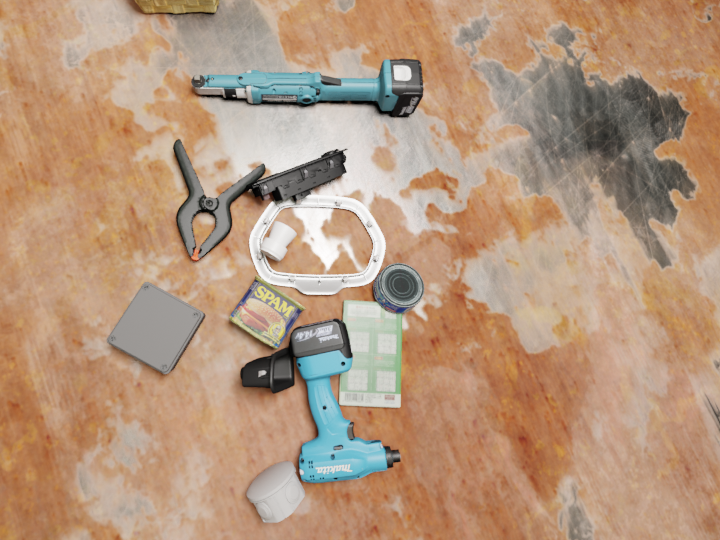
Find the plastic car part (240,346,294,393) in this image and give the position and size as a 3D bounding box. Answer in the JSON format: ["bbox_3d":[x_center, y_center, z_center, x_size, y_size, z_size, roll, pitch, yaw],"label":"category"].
[{"bbox_3d":[-0.152,0.161,0.672,0.072,0.113,0.067,-8,82,11],"label":"plastic car part"}]

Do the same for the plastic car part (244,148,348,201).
[{"bbox_3d":[-0.100,-0.167,0.755,0.199,0.068,0.066,-32,99,-23],"label":"plastic car part"}]

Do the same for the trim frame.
[{"bbox_3d":[-0.075,-0.049,0.764,0.244,0.028,0.186,2,79,-10],"label":"trim frame"}]

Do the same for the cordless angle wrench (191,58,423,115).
[{"bbox_3d":[-0.100,-0.345,0.795,0.420,0.097,0.075,-1,81,-4],"label":"cordless angle wrench"}]

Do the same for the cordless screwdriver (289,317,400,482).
[{"bbox_3d":[-0.030,0.204,0.682,0.160,0.073,0.251,-8,83,1],"label":"cordless screwdriver"}]
